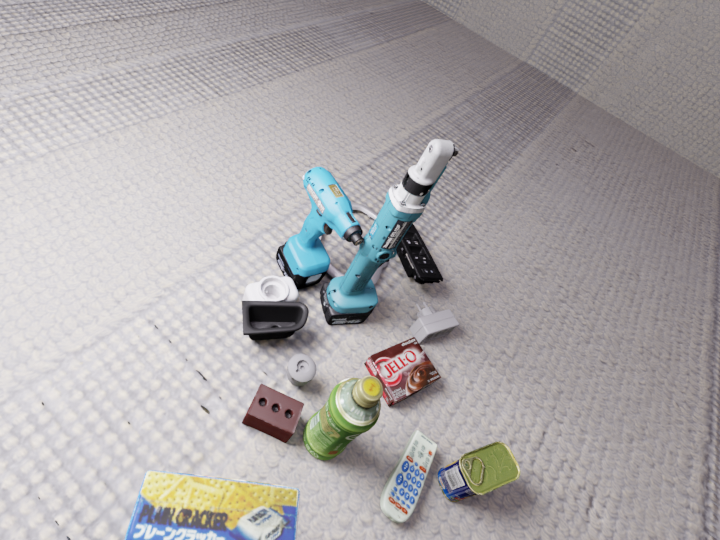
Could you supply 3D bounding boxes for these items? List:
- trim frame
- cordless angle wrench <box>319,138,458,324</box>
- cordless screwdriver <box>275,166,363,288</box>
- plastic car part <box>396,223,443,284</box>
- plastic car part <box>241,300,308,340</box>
[{"bbox_3d":[-0.017,-0.066,0.960,0.182,0.027,0.253,17,48,-6],"label":"trim frame"},{"bbox_3d":[0.033,-0.043,0.696,0.095,0.420,0.077,2,54,-24],"label":"cordless angle wrench"},{"bbox_3d":[-0.076,-0.050,0.777,0.072,0.247,0.166,-14,60,-33],"label":"cordless screwdriver"},{"bbox_3d":[0.114,-0.046,0.965,0.064,0.066,0.211,-1,53,-23],"label":"plastic car part"},{"bbox_3d":[-0.154,0.096,0.747,0.113,0.070,0.068,3,52,-19],"label":"plastic car part"}]
